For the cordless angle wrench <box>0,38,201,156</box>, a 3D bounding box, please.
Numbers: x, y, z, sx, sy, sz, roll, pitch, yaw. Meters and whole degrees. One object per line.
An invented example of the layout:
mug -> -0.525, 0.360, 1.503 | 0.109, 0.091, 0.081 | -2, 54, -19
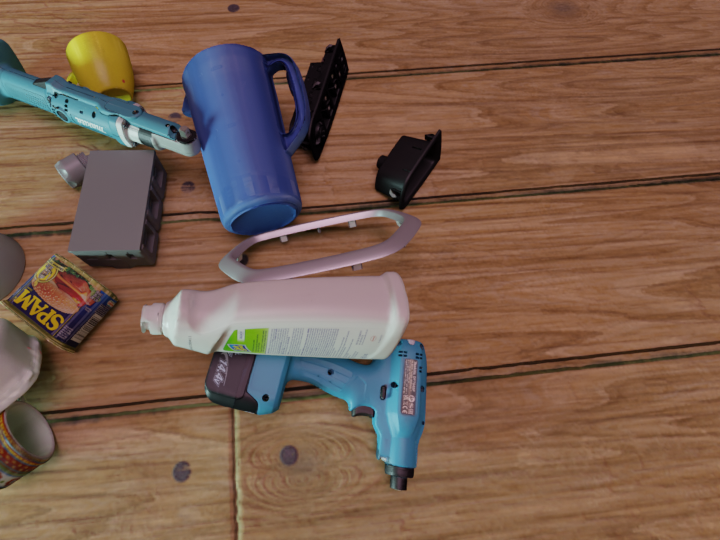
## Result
cordless angle wrench -> -0.405, -0.237, 0.598 | 0.435, 0.095, 0.074 | 22, 60, 14

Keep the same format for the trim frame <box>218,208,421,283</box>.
trim frame -> -0.050, -0.033, 0.512 | 0.249, 0.027, 0.189 | -14, 24, 1

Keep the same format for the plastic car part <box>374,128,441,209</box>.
plastic car part -> 0.062, -0.154, 0.622 | 0.074, 0.063, 0.116 | 31, 72, 25

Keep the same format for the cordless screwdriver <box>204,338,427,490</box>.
cordless screwdriver -> -0.049, 0.146, 0.482 | 0.248, 0.073, 0.162 | 9, 67, -2

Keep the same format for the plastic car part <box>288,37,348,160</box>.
plastic car part -> -0.068, -0.268, 0.661 | 0.068, 0.064, 0.206 | 5, 67, 9
